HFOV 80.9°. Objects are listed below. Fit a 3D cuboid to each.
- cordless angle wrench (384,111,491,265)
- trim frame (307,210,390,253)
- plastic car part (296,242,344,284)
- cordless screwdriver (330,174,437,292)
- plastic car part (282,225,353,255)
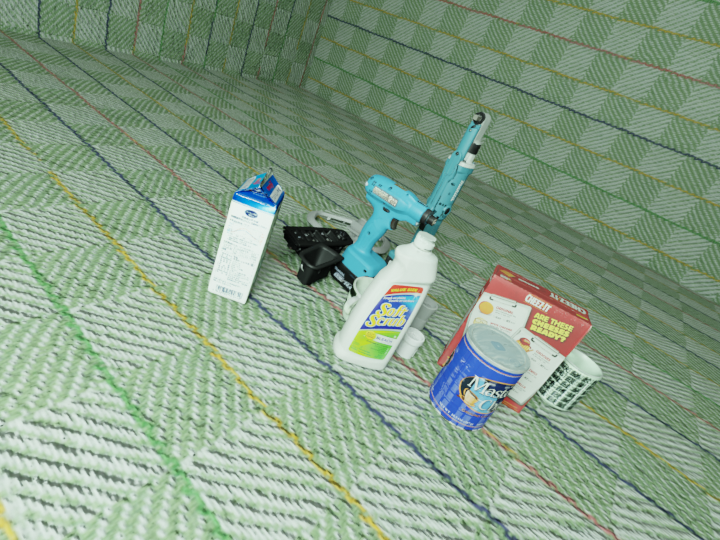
[{"bbox_3d":[0.171,-0.142,0.932,0.093,0.419,0.078,-1,36,-41],"label":"cordless angle wrench"},{"bbox_3d":[-0.030,-0.105,1.147,0.241,0.027,0.192,12,29,-19],"label":"trim frame"},{"bbox_3d":[-0.096,-0.005,0.873,0.068,0.070,0.113,32,28,16],"label":"plastic car part"},{"bbox_3d":[0.043,-0.056,0.872,0.167,0.247,0.071,39,30,27],"label":"cordless screwdriver"},{"bbox_3d":[-0.096,-0.063,0.981,0.194,0.066,0.070,-9,41,-46],"label":"plastic car part"}]
